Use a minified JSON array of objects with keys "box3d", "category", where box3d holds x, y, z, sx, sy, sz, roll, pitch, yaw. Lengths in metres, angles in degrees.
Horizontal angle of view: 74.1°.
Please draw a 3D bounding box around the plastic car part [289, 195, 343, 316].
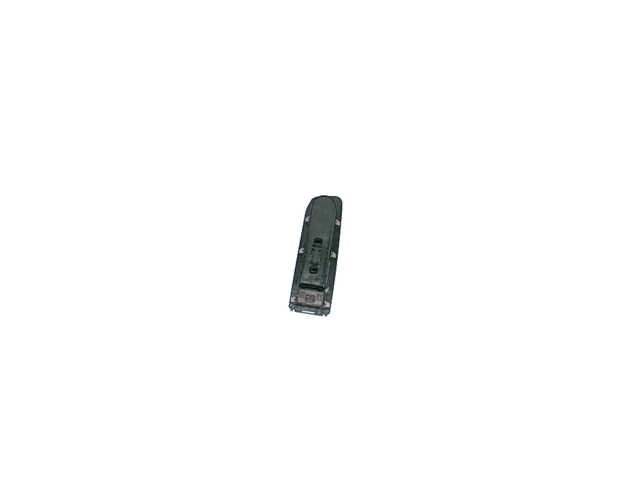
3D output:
[{"box3d":[-0.005,0.013,0.675,0.066,0.202,0.067,5,-20,11],"category":"plastic car part"}]
